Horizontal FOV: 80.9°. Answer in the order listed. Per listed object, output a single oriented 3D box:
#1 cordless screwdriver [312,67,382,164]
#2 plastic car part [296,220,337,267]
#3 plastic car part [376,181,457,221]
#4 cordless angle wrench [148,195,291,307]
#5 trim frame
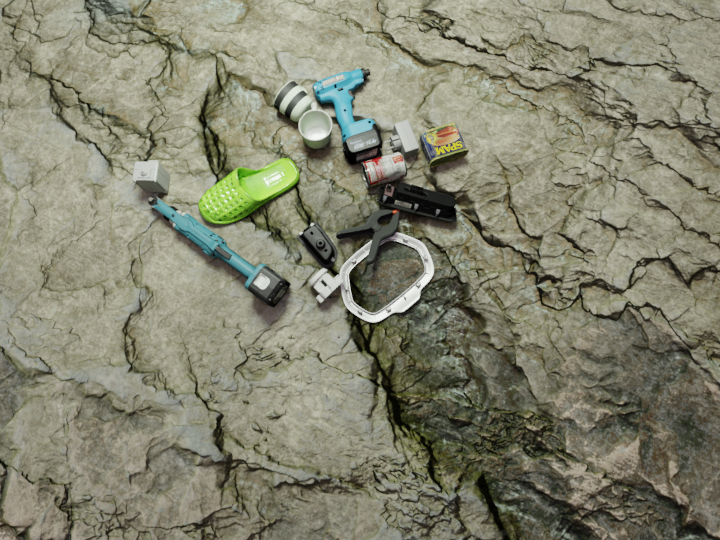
[{"bbox_3d":[-0.010,-0.412,1.103,0.159,0.073,0.254,-23,76,-3],"label":"cordless screwdriver"},{"bbox_3d":[-0.102,-0.067,1.041,0.066,0.069,0.119,-38,79,-5],"label":"plastic car part"},{"bbox_3d":[0.149,-0.178,1.052,0.203,0.066,0.067,19,44,1],"label":"plastic car part"},{"bbox_3d":[-0.364,-0.062,1.047,0.433,0.096,0.074,35,82,12],"label":"cordless angle wrench"},{"bbox_3d":[0.064,0.014,1.042,0.247,0.027,0.187,-38,81,-7],"label":"trim frame"}]
